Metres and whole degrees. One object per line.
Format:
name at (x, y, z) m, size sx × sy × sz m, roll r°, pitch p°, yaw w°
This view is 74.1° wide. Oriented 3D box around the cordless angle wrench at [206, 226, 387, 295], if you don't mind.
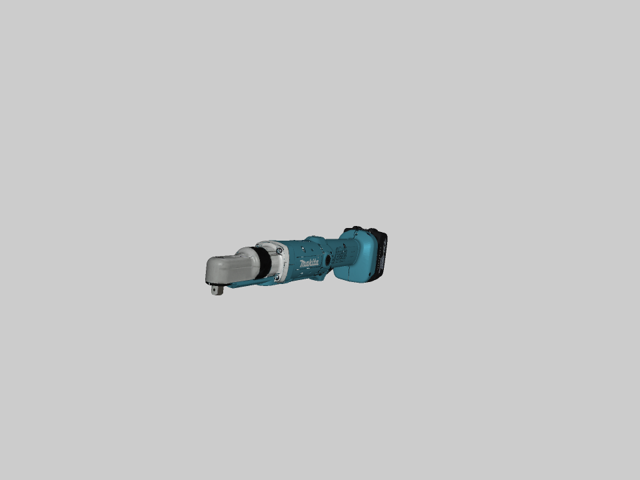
cordless angle wrench at (-0.011, 0.027, 0.623) m, size 0.074 × 0.098 × 0.422 m, roll 9°, pitch 5°, yaw 29°
